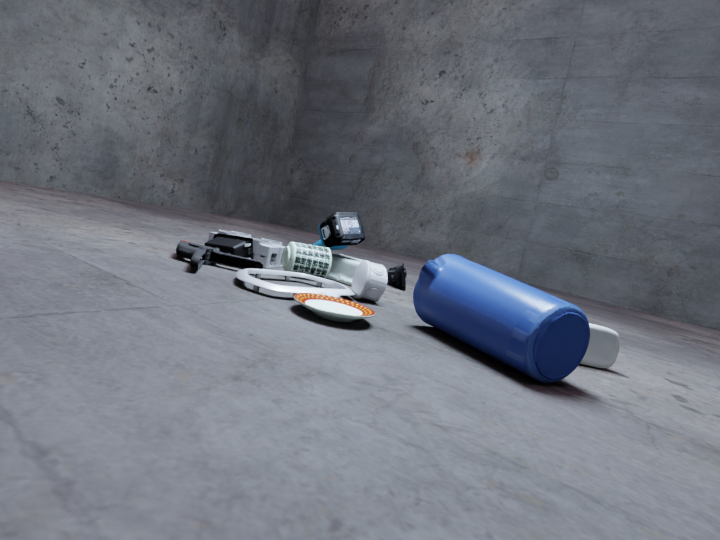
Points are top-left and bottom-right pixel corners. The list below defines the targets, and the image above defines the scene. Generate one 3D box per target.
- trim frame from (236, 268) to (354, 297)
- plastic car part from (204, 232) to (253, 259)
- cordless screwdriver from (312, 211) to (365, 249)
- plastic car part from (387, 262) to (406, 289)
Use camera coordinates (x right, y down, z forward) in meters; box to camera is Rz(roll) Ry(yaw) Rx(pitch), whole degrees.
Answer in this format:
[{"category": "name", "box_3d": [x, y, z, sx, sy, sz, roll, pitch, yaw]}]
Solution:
[{"category": "trim frame", "box_3d": [-0.125, 0.027, 0.815, 0.235, 0.027, 0.194, 8, 6, -45]}, {"category": "plastic car part", "box_3d": [-0.322, -0.049, 1.008, 0.121, 0.065, 0.070, 10, 19, 19]}, {"category": "cordless screwdriver", "box_3d": [-0.110, -0.072, 1.121, 0.153, 0.076, 0.254, -6, -14, -34]}, {"category": "plastic car part", "box_3d": [0.106, 0.016, 1.227, 0.068, 0.066, 0.199, -13, 2, 12]}]
